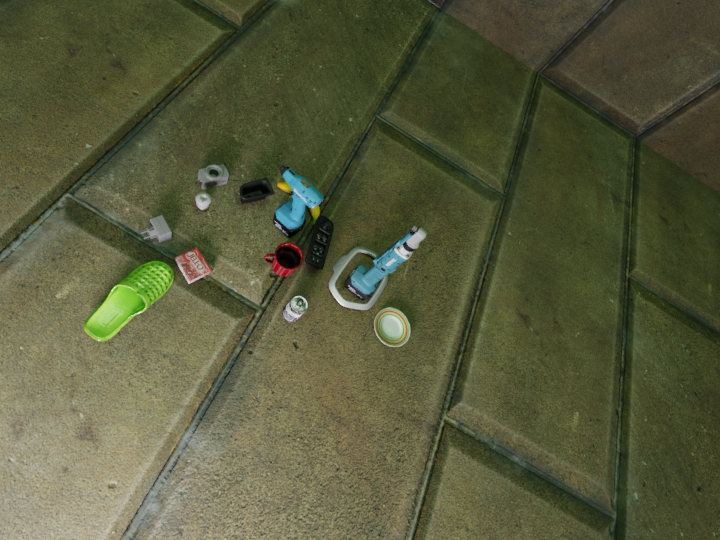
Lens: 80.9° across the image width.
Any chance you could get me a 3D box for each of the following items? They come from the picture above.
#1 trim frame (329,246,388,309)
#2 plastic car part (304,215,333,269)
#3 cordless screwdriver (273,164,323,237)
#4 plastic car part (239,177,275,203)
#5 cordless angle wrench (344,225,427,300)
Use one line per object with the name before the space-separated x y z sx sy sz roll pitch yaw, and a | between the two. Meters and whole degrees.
trim frame | -0.005 0.024 1.430 0.184 0.028 0.248 36 59 -1
plastic car part | -0.138 -0.090 1.413 0.065 0.067 0.206 22 60 -13
cordless screwdriver | -0.219 -0.217 1.338 0.160 0.251 0.073 46 58 1
plastic car part | -0.357 -0.255 1.411 0.113 0.071 0.067 -22 77 -29
cordless angle wrench | 0.077 -0.022 1.250 0.098 0.426 0.074 41 58 -4
